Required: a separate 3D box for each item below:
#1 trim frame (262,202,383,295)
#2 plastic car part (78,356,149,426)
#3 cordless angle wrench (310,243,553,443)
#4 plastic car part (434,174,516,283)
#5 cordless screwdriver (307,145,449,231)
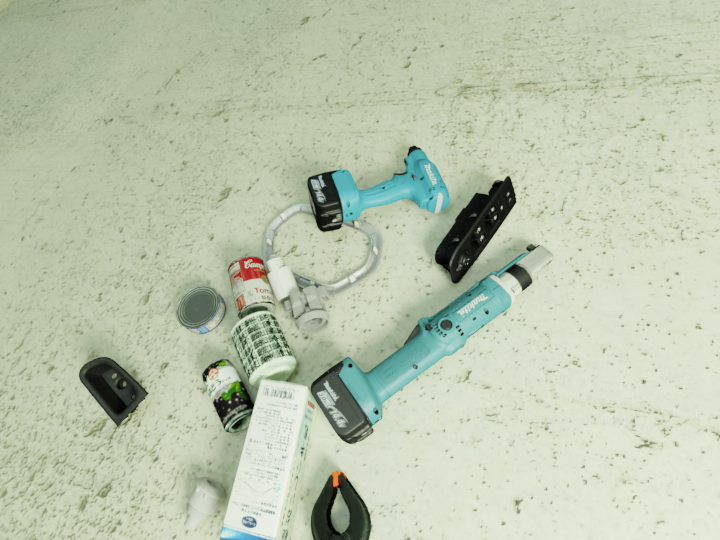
[{"bbox_3d":[-0.078,-0.051,0.799,0.261,0.026,0.184,22,67,28],"label":"trim frame"},{"bbox_3d":[-0.412,0.197,0.720,0.120,0.069,0.065,38,73,15],"label":"plastic car part"},{"bbox_3d":[0.124,0.091,0.629,0.420,0.071,0.103,-35,57,-9],"label":"cordless angle wrench"},{"bbox_3d":[0.188,-0.072,0.712,0.071,0.063,0.202,21,67,35],"label":"plastic car part"},{"bbox_3d":[0.025,-0.163,0.796,0.248,0.072,0.165,-11,54,-3],"label":"cordless screwdriver"}]
